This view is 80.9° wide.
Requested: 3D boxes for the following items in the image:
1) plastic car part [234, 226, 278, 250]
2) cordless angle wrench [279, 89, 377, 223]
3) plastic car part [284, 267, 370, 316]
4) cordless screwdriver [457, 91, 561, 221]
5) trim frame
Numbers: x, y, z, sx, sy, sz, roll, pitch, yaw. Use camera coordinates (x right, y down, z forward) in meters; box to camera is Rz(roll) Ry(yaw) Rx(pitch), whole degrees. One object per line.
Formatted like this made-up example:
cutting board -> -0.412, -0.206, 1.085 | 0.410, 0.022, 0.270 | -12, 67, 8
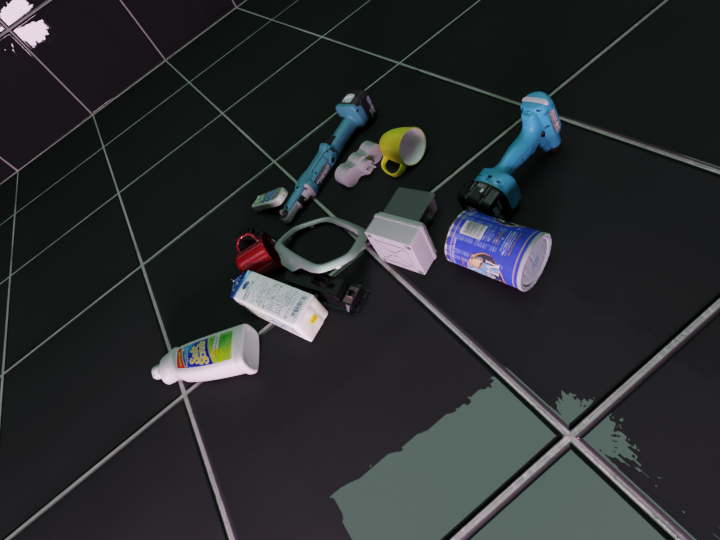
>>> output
plastic car part -> -0.267, -0.080, 1.056 | 0.122, 0.067, 0.067 | 1, 57, 31
cordless angle wrench -> -0.093, -0.300, 1.125 | 0.078, 0.092, 0.423 | 17, 70, 36
plastic car part -> -0.087, 0.034, 0.883 | 0.214, 0.063, 0.066 | 13, 69, 37
cordless screwdriver -> 0.303, -0.197, 0.817 | 0.079, 0.150, 0.249 | 33, 90, 43
trim frame -> -0.092, -0.060, 0.941 | 0.181, 0.026, 0.263 | -35, 37, -22
